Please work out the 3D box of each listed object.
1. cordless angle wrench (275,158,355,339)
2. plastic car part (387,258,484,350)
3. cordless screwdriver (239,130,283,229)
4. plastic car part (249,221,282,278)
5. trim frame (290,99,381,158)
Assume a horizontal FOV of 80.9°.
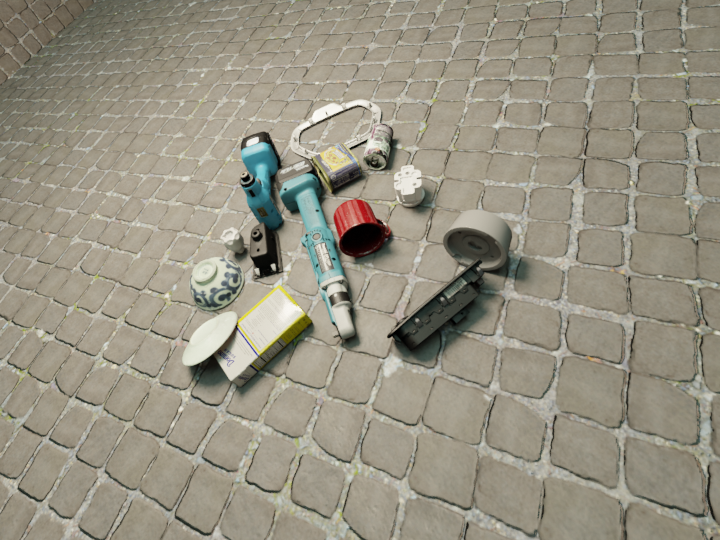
[{"bbox_3d":[-0.084,-0.055,0.856,0.098,0.071,0.442,-23,55,2],"label":"cordless angle wrench"},{"bbox_3d":[0.133,0.066,0.707,0.202,0.065,0.068,-34,80,-7],"label":"plastic car part"},{"bbox_3d":[-0.236,-0.229,0.971,0.075,0.151,0.259,-17,52,5],"label":"cordless screwdriver"},{"bbox_3d":[-0.209,-0.052,0.894,0.066,0.068,0.121,-15,57,6],"label":"plastic car part"},{"bbox_3d":[-0.066,-0.367,1.085,0.249,0.026,0.193,-25,52,4],"label":"trim frame"}]
